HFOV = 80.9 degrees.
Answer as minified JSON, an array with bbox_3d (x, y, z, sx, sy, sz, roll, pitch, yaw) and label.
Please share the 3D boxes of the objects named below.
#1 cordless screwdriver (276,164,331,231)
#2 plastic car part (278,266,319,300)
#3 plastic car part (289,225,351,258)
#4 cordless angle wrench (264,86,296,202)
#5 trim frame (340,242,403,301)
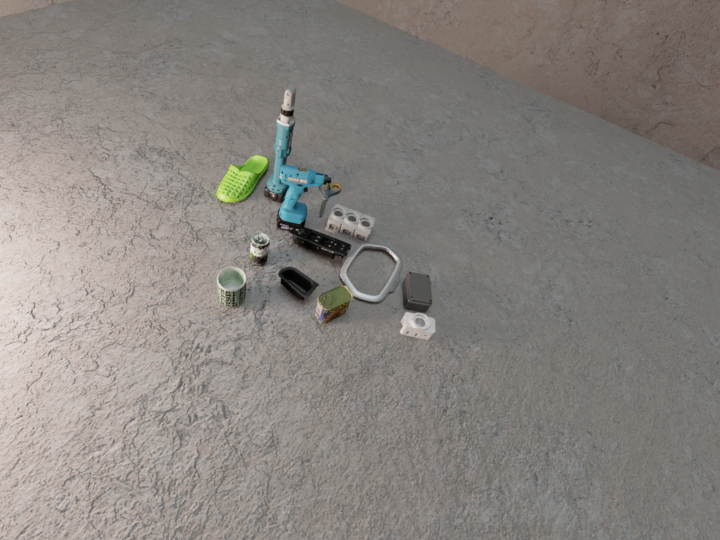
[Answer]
[{"bbox_3d":[-0.191,-0.231,1.374,0.157,0.245,0.076,10,50,-8],"label":"cordless screwdriver"},{"bbox_3d":[-0.192,0.045,1.260,0.120,0.070,0.065,34,51,15],"label":"plastic car part"},{"bbox_3d":[-0.135,-0.089,1.385,0.206,0.066,0.066,25,50,8],"label":"plastic car part"},{"bbox_3d":[-0.255,-0.405,1.394,0.075,0.416,0.098,26,50,4],"label":"cordless angle wrench"},{"bbox_3d":[0.040,0.001,1.373,0.188,0.027,0.248,26,51,10],"label":"trim frame"}]
